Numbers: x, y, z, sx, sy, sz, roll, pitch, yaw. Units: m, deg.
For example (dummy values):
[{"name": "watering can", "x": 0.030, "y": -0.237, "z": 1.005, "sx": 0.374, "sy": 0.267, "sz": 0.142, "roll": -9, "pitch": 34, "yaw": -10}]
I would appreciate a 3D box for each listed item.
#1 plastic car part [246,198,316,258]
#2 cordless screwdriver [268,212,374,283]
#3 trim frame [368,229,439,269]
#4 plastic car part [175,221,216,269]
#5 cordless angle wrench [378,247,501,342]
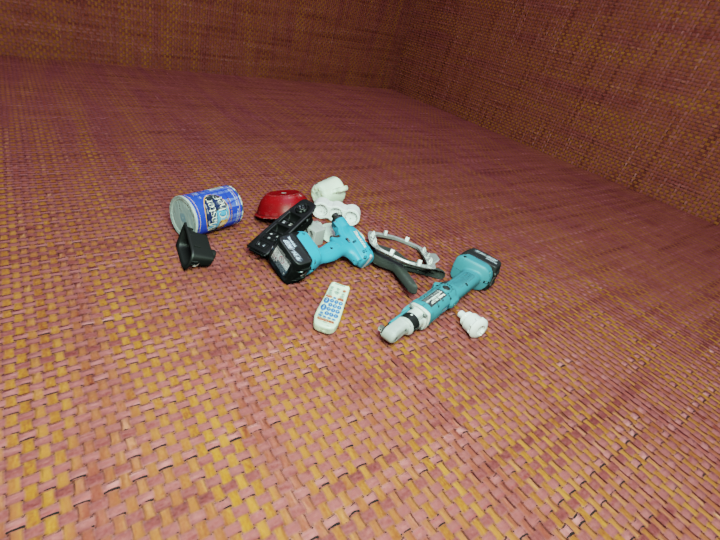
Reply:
[{"name": "plastic car part", "x": -0.175, "y": -0.095, "z": 1.015, "sx": 0.070, "sy": 0.064, "sz": 0.202, "roll": 18, "pitch": 57, "yaw": 36}, {"name": "cordless screwdriver", "x": -0.096, "y": -0.063, "z": 0.984, "sx": 0.239, "sy": 0.074, "sz": 0.166, "roll": -13, "pitch": 59, "yaw": -40}, {"name": "trim frame", "x": 0.107, "y": -0.058, "z": 1.076, "sx": 0.183, "sy": 0.027, "sz": 0.251, "roll": 19, "pitch": 15, "yaw": -5}, {"name": "plastic car part", "x": -0.352, "y": -0.043, "z": 0.917, "sx": 0.067, "sy": 0.066, "sz": 0.123, "roll": 7, "pitch": 32, "yaw": -40}, {"name": "cordless angle wrench", "x": 0.180, "y": 0.057, "z": 0.934, "sx": 0.103, "sy": 0.073, "sz": 0.410, "roll": 32, "pitch": 39, "yaw": 27}]
